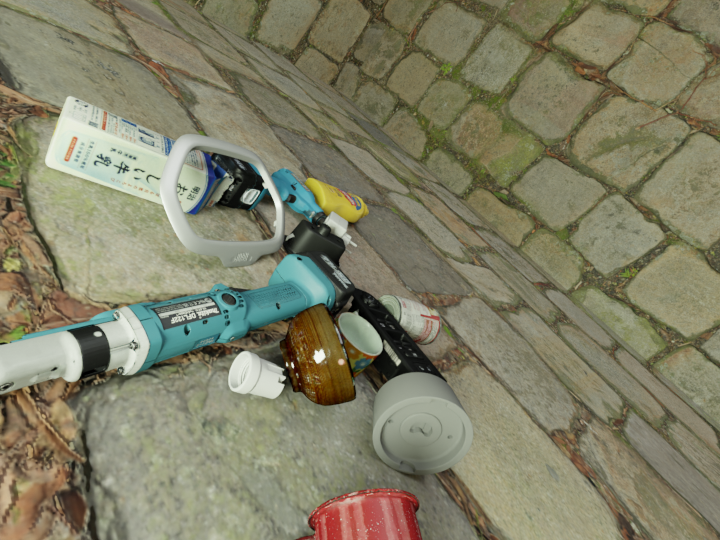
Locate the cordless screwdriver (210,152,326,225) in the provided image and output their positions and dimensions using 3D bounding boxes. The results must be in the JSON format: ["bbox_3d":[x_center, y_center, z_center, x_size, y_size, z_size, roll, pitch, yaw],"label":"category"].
[{"bbox_3d":[-0.166,-0.144,0.791,0.165,0.074,0.238,47,20,19],"label":"cordless screwdriver"}]

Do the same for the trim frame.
[{"bbox_3d":[-0.184,-0.097,0.605,0.239,0.028,0.185,-5,81,-65],"label":"trim frame"}]

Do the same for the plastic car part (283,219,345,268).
[{"bbox_3d":[-0.073,-0.047,0.742,0.112,0.071,0.068,31,23,-24],"label":"plastic car part"}]

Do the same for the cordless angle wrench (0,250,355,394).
[{"bbox_3d":[-0.153,0.047,0.454,0.101,0.074,0.407,46,27,17],"label":"cordless angle wrench"}]

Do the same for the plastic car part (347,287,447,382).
[{"bbox_3d":[0.035,0.101,0.615,0.063,0.067,0.214,10,30,-36],"label":"plastic car part"}]
